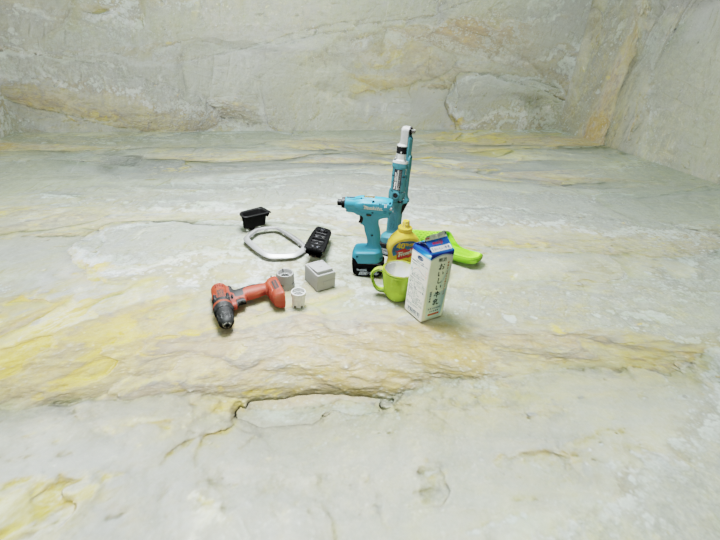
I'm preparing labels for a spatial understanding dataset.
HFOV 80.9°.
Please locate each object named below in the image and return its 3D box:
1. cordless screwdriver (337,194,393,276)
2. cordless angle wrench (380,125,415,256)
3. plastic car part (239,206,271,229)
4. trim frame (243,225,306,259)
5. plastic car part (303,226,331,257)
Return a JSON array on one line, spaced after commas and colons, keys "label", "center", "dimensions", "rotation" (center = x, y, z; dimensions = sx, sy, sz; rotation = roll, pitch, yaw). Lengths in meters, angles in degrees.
[{"label": "cordless screwdriver", "center": [0.005, -0.106, 1.263], "dimensions": [0.161, 0.243, 0.075], "rotation": [7, 28, 6]}, {"label": "cordless angle wrench", "center": [0.122, -0.242, 1.335], "dimensions": [0.102, 0.413, 0.073], "rotation": [18, 31, 24]}, {"label": "plastic car part", "center": [-0.396, -0.187, 1.565], "dimensions": [0.070, 0.069, 0.113], "rotation": [27, 38, 37]}, {"label": "trim frame", "center": [-0.291, -0.097, 1.453], "dimensions": [0.178, 0.027, 0.263], "rotation": [-22, 37, -35]}, {"label": "plastic car part", "center": [-0.138, -0.090, 1.408], "dimensions": [0.067, 0.065, 0.206], "rotation": [5, 30, 4]}]
